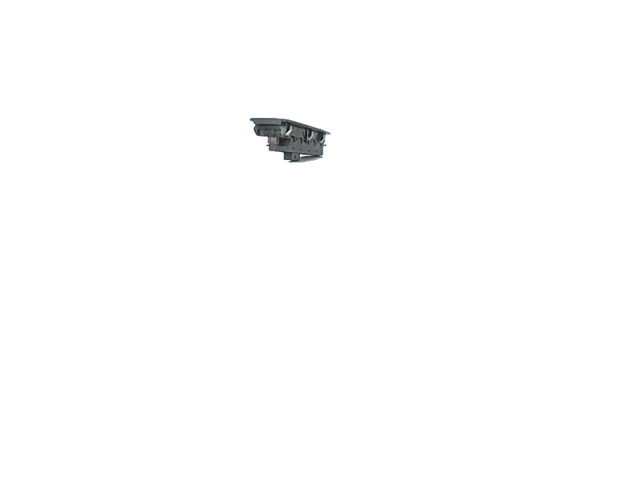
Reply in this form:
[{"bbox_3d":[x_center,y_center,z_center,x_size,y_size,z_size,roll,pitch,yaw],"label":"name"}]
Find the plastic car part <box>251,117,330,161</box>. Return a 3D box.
[{"bbox_3d":[-0.036,-0.166,0.705,0.067,0.067,0.202,0,11,21],"label":"plastic car part"}]
